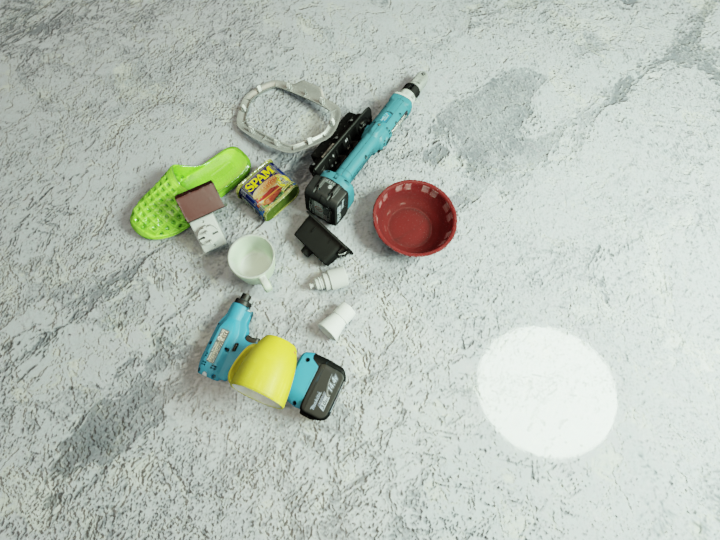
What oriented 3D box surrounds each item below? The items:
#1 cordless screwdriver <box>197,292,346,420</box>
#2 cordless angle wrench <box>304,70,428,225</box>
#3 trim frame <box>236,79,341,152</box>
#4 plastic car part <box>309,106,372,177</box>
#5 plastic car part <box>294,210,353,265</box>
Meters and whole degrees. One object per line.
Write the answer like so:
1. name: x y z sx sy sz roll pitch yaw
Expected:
1. cordless screwdriver: -0.144 0.148 0.738 0.254 0.072 0.160 19 71 11
2. cordless angle wrench: 0.033 -0.280 0.885 0.076 0.096 0.422 30 70 11
3. trim frame: -0.161 -0.345 0.922 0.260 0.026 0.183 31 71 24
4. plastic car part: -0.046 -0.268 0.899 0.071 0.063 0.202 30 73 35
5. plastic car part: -0.080 -0.053 0.821 0.120 0.064 0.071 40 89 16
